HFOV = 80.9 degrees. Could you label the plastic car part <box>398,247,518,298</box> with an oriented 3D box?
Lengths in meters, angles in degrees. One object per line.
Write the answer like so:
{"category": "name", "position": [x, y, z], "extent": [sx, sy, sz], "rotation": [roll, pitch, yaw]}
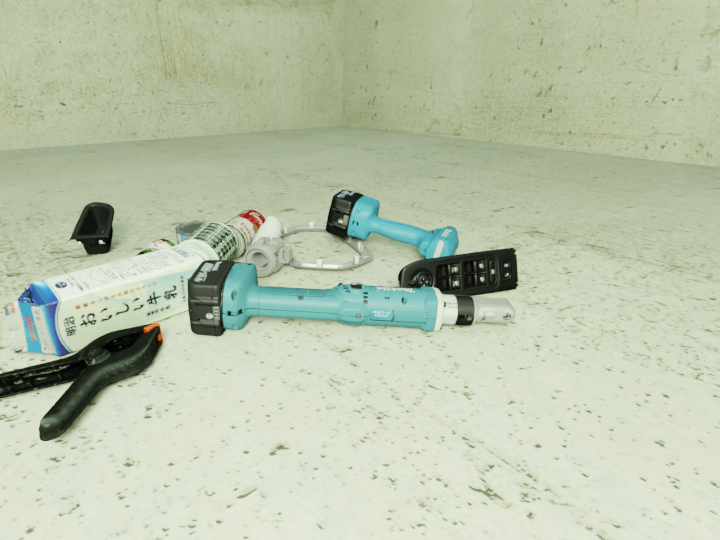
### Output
{"category": "plastic car part", "position": [0.144, 0.004, 0.660], "extent": [0.198, 0.065, 0.070], "rotation": [-8, 15, -19]}

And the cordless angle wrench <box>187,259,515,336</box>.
{"category": "cordless angle wrench", "position": [-0.009, 0.044, 0.562], "extent": [0.424, 0.073, 0.100], "rotation": [3, 23, 1]}

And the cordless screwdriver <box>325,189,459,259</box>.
{"category": "cordless screwdriver", "position": [0.067, -0.088, 0.827], "extent": [0.257, 0.073, 0.156], "rotation": [21, 25, 17]}

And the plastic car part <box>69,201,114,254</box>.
{"category": "plastic car part", "position": [-0.506, -0.074, 0.818], "extent": [0.064, 0.069, 0.122], "rotation": [-5, 39, -16]}

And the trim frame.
{"category": "trim frame", "position": [-0.081, -0.053, 0.830], "extent": [0.178, 0.027, 0.261], "rotation": [-9, 24, -23]}
